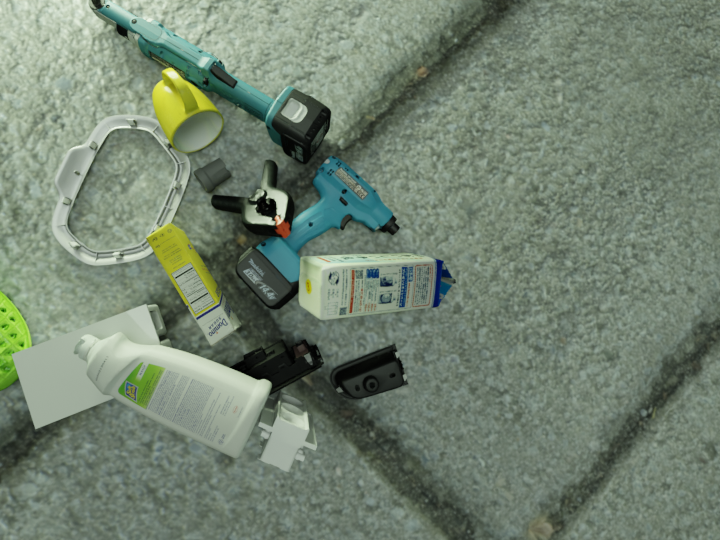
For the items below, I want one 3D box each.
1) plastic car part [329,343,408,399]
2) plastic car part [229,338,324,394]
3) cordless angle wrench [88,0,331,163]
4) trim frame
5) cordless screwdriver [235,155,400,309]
[{"bbox_3d":[0.017,0.163,0.635,0.115,0.071,0.066,-18,87,-11],"label":"plastic car part"},{"bbox_3d":[-0.157,0.155,0.614,0.202,0.069,0.064,-31,117,-4],"label":"plastic car part"},{"bbox_3d":[-0.244,-0.314,0.663,0.426,0.097,0.074,32,82,3],"label":"cordless angle wrench"},{"bbox_3d":[-0.374,-0.127,0.656,0.184,0.027,0.249,21,84,-1],"label":"trim frame"},{"bbox_3d":[-0.064,-0.042,0.651,0.159,0.075,0.248,42,78,-3],"label":"cordless screwdriver"}]
